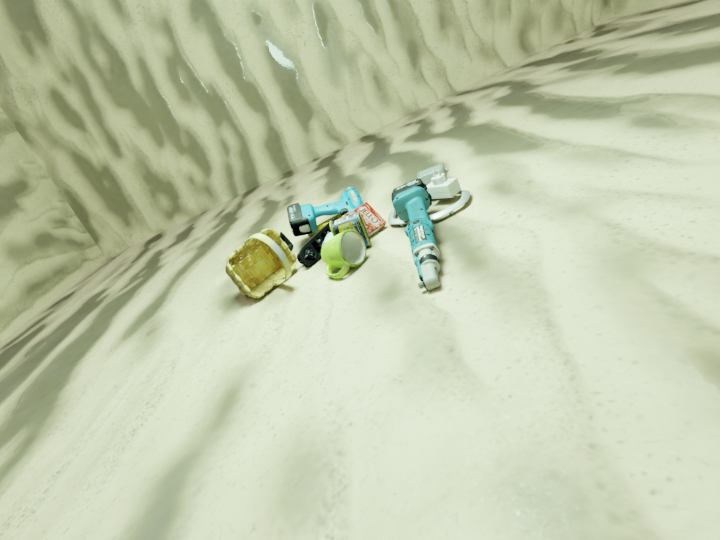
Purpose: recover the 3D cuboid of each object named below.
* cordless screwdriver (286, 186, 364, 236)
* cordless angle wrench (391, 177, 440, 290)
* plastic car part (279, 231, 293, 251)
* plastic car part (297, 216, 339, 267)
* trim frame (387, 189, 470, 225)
[{"bbox_3d":[-0.105,-0.175,1.359,0.248,0.071,0.167,-18,48,-3],"label":"cordless screwdriver"},{"bbox_3d":[0.137,-0.090,0.974,0.100,0.071,0.433,-24,30,15],"label":"cordless angle wrench"},{"bbox_3d":[-0.271,-0.065,1.391,0.072,0.064,0.119,-35,22,20],"label":"plastic car part"},{"bbox_3d":[-0.123,-0.080,1.254,0.069,0.065,0.200,-19,22,45],"label":"plastic car part"},{"bbox_3d":[0.185,-0.176,1.176,0.260,0.027,0.182,-3,34,47],"label":"trim frame"}]
